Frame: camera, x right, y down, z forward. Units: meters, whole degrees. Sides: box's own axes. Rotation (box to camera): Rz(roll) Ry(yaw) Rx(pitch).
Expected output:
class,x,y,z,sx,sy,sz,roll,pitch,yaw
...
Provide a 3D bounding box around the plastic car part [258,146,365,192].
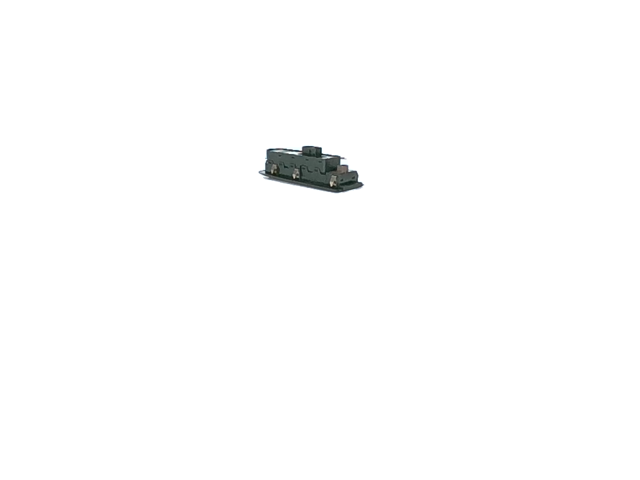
class,x,y,z,sx,sy,sz,roll,pitch,yaw
plastic car part,-0.028,-0.120,0.694,0.204,0.067,0.066,13,31,41
